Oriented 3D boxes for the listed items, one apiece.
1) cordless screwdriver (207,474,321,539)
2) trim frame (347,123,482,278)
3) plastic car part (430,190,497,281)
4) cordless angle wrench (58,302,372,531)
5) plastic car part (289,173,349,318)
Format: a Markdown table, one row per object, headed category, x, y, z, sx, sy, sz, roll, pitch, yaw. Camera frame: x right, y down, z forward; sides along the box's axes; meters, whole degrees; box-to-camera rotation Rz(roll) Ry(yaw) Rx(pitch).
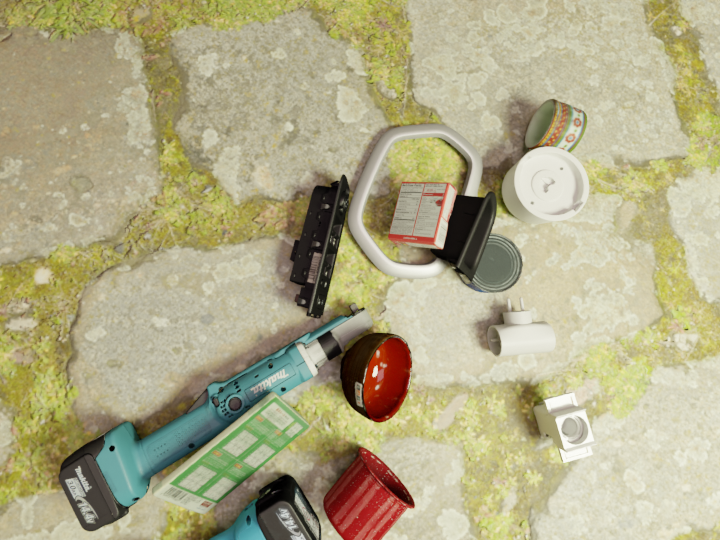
| category | x | y | z | sx | sy | sz | roll | pitch | yaw |
| --- | --- | --- | --- | --- | --- | --- | --- | --- | --- |
| cordless screwdriver | -0.162 | 0.384 | 0.523 | 0.248 | 0.074 | 0.161 | -28 | 85 | -3 |
| trim frame | 0.086 | -0.107 | 0.631 | 0.185 | 0.027 | 0.249 | 22 | 79 | 1 |
| plastic car part | 0.136 | -0.055 | 0.584 | 0.075 | 0.062 | 0.117 | 15 | 80 | 35 |
| cordless angle wrench | -0.165 | 0.169 | 0.557 | 0.419 | 0.074 | 0.099 | -30 | 87 | -9 |
| plastic car part | -0.059 | -0.038 | 0.600 | 0.070 | 0.063 | 0.204 | 14 | 82 | 22 |
